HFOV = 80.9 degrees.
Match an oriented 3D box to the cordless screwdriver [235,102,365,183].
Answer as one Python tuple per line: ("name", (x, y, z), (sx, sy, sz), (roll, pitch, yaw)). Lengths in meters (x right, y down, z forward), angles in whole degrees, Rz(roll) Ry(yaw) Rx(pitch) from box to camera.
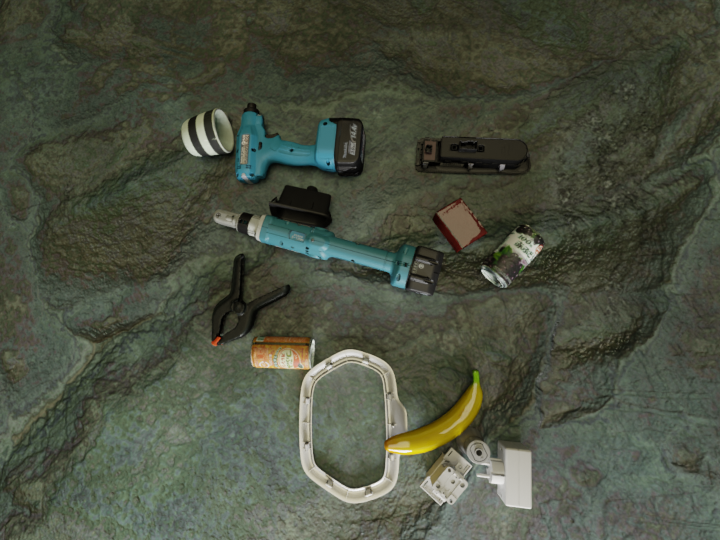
("cordless screwdriver", (-0.117, -0.250, 0.804), (0.253, 0.072, 0.161), (-1, 80, 11))

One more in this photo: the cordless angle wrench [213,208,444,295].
("cordless angle wrench", (-0.074, -0.048, 0.755), (0.433, 0.095, 0.074), (16, 87, 13))

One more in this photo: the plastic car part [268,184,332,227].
("plastic car part", (-0.105, -0.126, 0.790), (0.118, 0.064, 0.072), (9, 68, 4))

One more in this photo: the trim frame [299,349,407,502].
("trim frame", (-0.014, 0.263, 0.722), (0.186, 0.027, 0.251), (-1, 78, 6))

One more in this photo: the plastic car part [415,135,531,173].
("plastic car part", (0.207, -0.215, 0.762), (0.205, 0.065, 0.067), (6, 75, 5))
